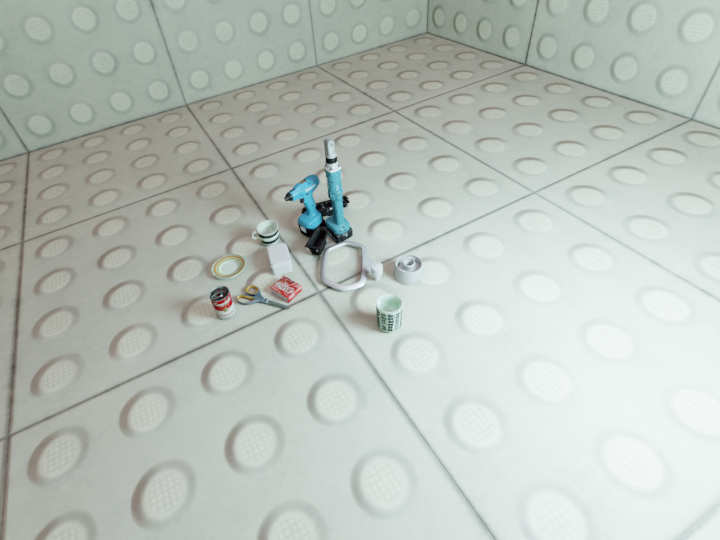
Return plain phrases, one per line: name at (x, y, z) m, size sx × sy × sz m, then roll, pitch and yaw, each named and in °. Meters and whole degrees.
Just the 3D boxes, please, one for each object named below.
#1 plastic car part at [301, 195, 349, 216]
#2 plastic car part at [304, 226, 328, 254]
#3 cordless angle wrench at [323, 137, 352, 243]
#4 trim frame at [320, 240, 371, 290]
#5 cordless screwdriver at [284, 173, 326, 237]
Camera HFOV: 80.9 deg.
plastic car part at (-0.147, -0.257, 1.767) m, size 0.202 × 0.064 × 0.069 m, roll -11°, pitch 44°, yaw -3°
plastic car part at (-0.157, -0.103, 1.607) m, size 0.068 × 0.068 × 0.117 m, roll 10°, pitch 47°, yaw 17°
cordless angle wrench at (-0.093, -0.285, 1.540) m, size 0.073 × 0.407 × 0.103 m, roll -27°, pitch 48°, yaw -22°
trim frame at (-0.053, -0.020, 1.535) m, size 0.186 × 0.026 × 0.255 m, roll -3°, pitch 44°, yaw 6°
cordless screwdriver at (-0.214, -0.233, 1.626) m, size 0.078 × 0.239 × 0.157 m, roll 29°, pitch 54°, yaw 31°
